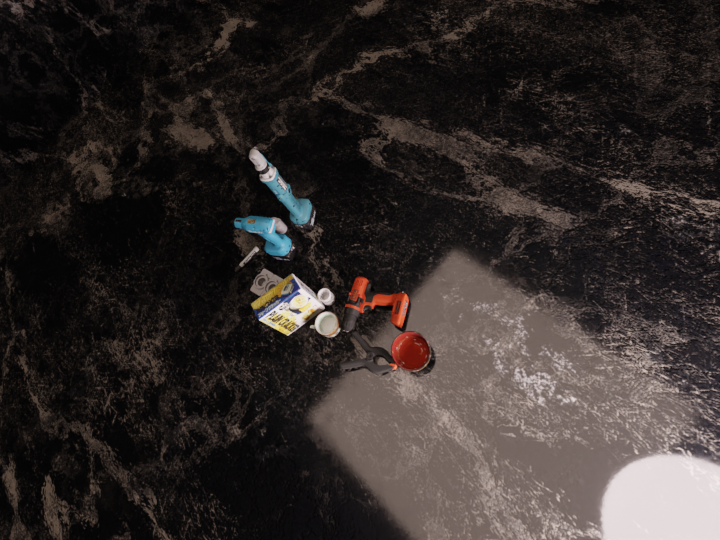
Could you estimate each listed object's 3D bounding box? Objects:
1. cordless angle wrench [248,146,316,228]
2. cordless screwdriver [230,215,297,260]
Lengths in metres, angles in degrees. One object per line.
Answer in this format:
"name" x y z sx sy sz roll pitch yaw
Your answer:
"cordless angle wrench" -0.257 -0.263 1.391 0.077 0.403 0.099 3 69 18
"cordless screwdriver" -0.326 -0.115 1.447 0.165 0.237 0.075 8 71 21
